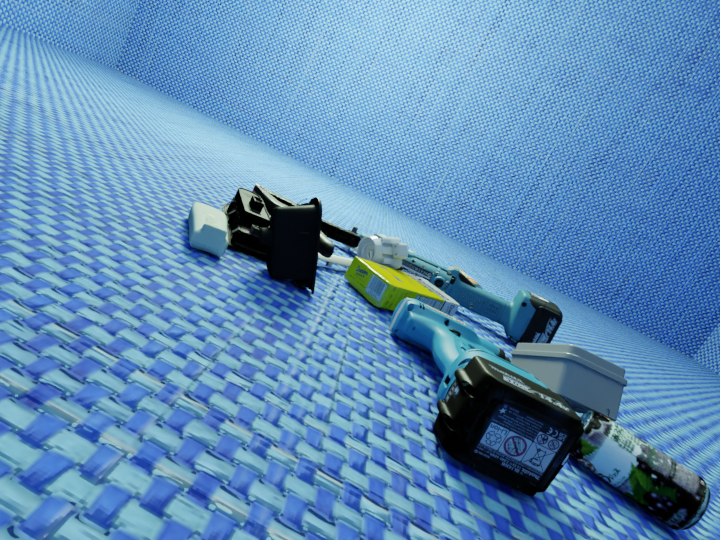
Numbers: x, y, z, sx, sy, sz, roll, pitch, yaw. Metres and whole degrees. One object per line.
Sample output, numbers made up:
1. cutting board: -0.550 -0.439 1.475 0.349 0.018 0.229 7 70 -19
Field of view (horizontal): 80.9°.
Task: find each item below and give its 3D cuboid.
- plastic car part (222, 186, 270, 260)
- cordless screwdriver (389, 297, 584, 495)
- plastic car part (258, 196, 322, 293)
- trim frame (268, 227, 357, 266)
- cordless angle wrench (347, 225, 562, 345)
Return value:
1. plastic car part: -0.172 -0.083 0.638 0.064 0.066 0.212 13 15 -25
2. cordless screwdriver: 0.128 0.111 0.437 0.157 0.074 0.253 25 9 -10
3. plastic car part: -0.090 -0.035 0.521 0.069 0.114 0.069 -3 24 -20
4. trim frame: -0.074 -0.049 0.761 0.235 0.027 0.195 9 23 -47
5. cordless angle wrench: 0.158 0.020 0.827 0.435 0.097 0.072 26 12 15
